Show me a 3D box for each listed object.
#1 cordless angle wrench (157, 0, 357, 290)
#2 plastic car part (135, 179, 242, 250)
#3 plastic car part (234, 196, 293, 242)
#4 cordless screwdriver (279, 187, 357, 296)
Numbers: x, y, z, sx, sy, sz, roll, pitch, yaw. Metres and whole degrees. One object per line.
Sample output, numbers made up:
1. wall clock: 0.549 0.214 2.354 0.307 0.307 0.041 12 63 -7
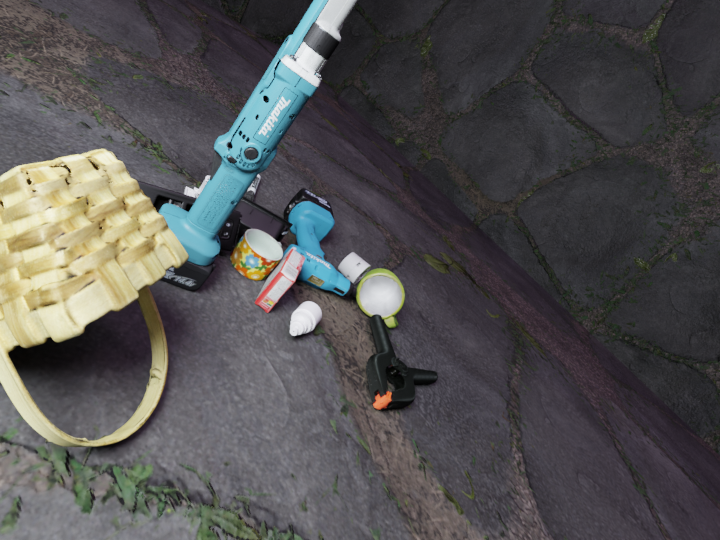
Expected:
1. cordless angle wrench: -0.133 -0.149 0.504 0.093 0.425 0.077 28 28 -29
2. plastic car part: -0.280 -0.086 0.633 0.071 0.066 0.192 22 5 42
3. plastic car part: -0.192 -0.075 0.762 0.113 0.066 0.072 29 40 -16
4. cordless screwdriver: -0.084 -0.055 0.862 0.152 0.075 0.258 28 30 -26
